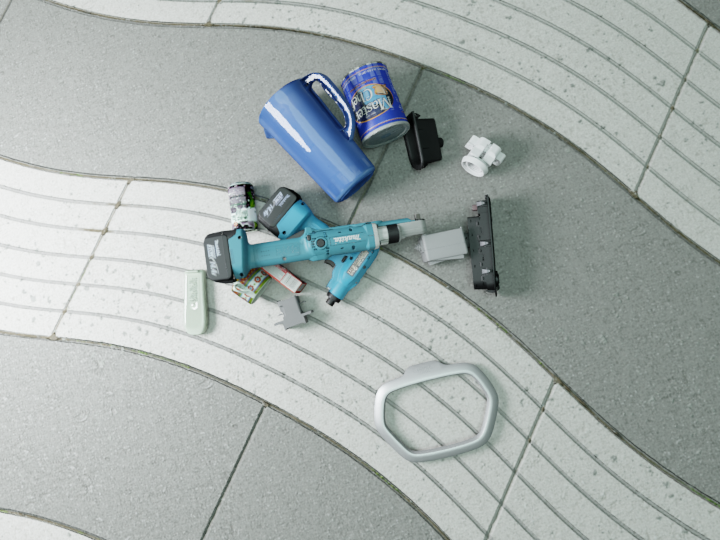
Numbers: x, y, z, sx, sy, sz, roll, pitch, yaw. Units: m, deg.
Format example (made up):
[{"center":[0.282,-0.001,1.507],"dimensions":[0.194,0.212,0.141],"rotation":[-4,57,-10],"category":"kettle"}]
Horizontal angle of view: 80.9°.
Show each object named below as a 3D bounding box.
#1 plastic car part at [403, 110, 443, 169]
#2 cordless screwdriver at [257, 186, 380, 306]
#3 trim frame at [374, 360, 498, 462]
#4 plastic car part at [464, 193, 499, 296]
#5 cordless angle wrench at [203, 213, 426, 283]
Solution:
[{"center":[0.136,-0.270,0.885],"dimensions":[0.070,0.067,0.117],"rotation":[-14,87,-12],"category":"plastic car part"},{"center":[-0.102,-0.051,0.877],"dimensions":[0.251,0.074,0.159],"rotation":[35,89,4],"category":"cordless screwdriver"},{"center":[0.150,0.277,0.842],"dimensions":[0.250,0.027,0.186],"rotation":[-17,84,6],"category":"trim frame"},{"center":[0.243,-0.046,0.847],"dimensions":[0.068,0.064,0.204],"rotation":[-8,84,12],"category":"plastic car part"},{"center":[-0.079,-0.052,0.812],"dimensions":[0.421,0.074,0.098],"rotation":[-9,87,-4],"category":"cordless angle wrench"}]
